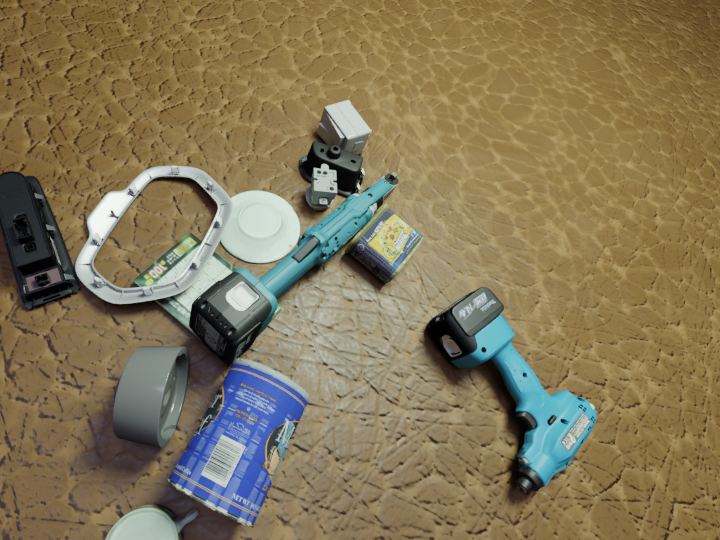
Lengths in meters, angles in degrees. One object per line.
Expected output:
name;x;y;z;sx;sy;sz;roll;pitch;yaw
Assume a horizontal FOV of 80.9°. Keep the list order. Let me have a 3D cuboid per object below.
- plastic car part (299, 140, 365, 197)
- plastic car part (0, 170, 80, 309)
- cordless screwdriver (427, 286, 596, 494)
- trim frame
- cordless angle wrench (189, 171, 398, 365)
plastic car part;-0.044;-0.180;0.716;0.115;0.071;0.067;21;58;-7
plastic car part;-0.443;-0.054;0.560;0.065;0.066;0.210;-25;68;-19
cordless screwdriver;0.196;0.158;0.587;0.156;0.074;0.254;-34;78;-27
trim frame;-0.292;-0.063;0.606;0.186;0.027;0.251;15;59;5
cordless angle wrench;-0.061;-0.040;0.623;0.075;0.098;0.417;40;52;6
